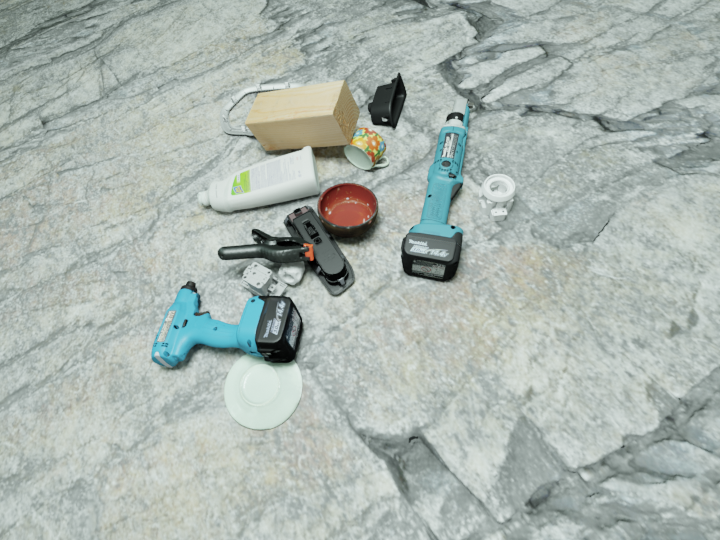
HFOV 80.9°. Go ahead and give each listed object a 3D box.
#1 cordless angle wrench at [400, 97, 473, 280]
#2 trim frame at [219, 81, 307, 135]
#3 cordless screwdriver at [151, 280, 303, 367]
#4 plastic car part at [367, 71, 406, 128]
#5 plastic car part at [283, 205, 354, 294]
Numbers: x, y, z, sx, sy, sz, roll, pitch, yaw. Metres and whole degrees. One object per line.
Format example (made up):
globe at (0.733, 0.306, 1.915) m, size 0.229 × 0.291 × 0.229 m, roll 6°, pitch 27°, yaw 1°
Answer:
cordless angle wrench at (0.163, -0.184, 0.808) m, size 0.101 × 0.071 × 0.428 m, roll 9°, pitch 61°, yaw 13°
trim frame at (-0.221, -0.388, 1.014) m, size 0.252 × 0.026 × 0.188 m, roll 1°, pitch 62°, yaw 9°
cordless screwdriver at (-0.226, 0.082, 0.725) m, size 0.254 × 0.071 × 0.163 m, roll -5°, pitch 51°, yaw 14°
plastic car part at (0.053, -0.372, 0.941) m, size 0.074 × 0.062 × 0.117 m, roll 7°, pitch 65°, yaw 29°
plastic car part at (-0.077, -0.050, 0.783) m, size 0.065 × 0.065 × 0.212 m, roll -26°, pitch 62°, yaw -14°
